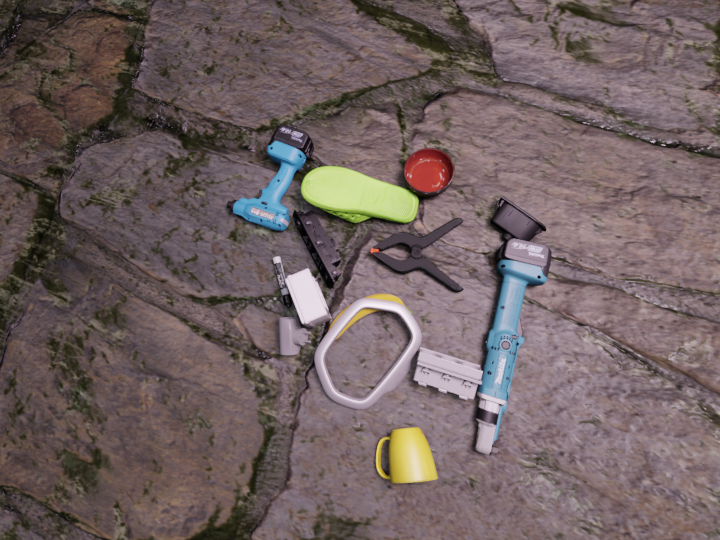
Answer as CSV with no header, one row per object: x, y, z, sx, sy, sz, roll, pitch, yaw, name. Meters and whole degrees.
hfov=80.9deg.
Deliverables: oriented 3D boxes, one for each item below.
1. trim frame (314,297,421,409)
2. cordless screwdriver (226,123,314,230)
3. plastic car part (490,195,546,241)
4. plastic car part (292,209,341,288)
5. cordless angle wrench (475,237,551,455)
0.015,0.173,0.892,0.186,0.027,0.248,38,89,6,trim frame
-0.219,-0.231,1.035,0.163,0.072,0.249,18,83,13,cordless screwdriver
0.331,-0.099,0.914,0.120,0.064,0.071,43,100,13,plastic car part
-0.095,-0.062,0.973,0.066,0.065,0.209,-30,73,-11,plastic car part
0.288,0.149,0.849,0.100,0.072,0.425,14,81,11,cordless angle wrench
